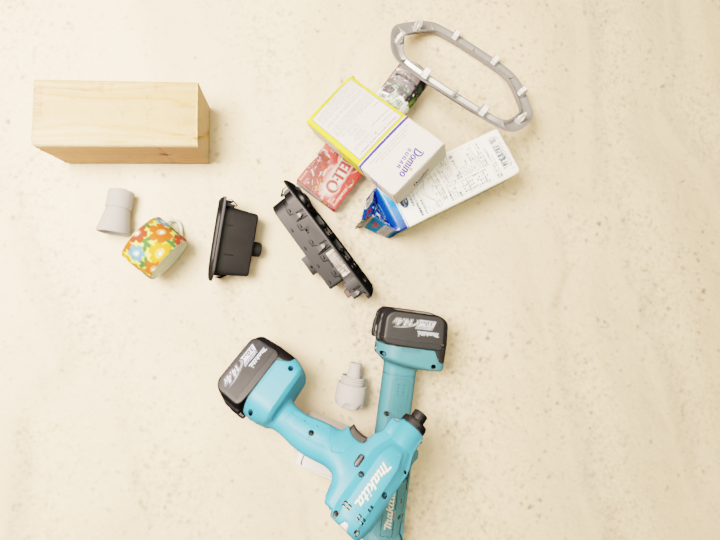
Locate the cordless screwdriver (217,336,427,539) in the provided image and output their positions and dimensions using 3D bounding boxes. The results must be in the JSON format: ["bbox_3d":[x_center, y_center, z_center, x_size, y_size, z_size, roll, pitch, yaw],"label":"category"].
[{"bbox_3d":[-0.050,0.179,0.538,0.259,0.072,0.158,34,65,21],"label":"cordless screwdriver"}]

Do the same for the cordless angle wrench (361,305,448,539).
[{"bbox_3d":[0.043,0.267,0.588,0.097,0.075,0.424,8,87,-6],"label":"cordless angle wrench"}]

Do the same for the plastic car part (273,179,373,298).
[{"bbox_3d":[-0.060,-0.039,0.613,0.068,0.065,0.203,-33,90,18],"label":"plastic car part"}]

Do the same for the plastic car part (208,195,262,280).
[{"bbox_3d":[-0.177,-0.042,0.605,0.069,0.068,0.117,6,89,-21],"label":"plastic car part"}]

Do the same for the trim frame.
[{"bbox_3d":[0.154,-0.296,0.628,0.247,0.028,0.184,32,55,-4],"label":"trim frame"}]
